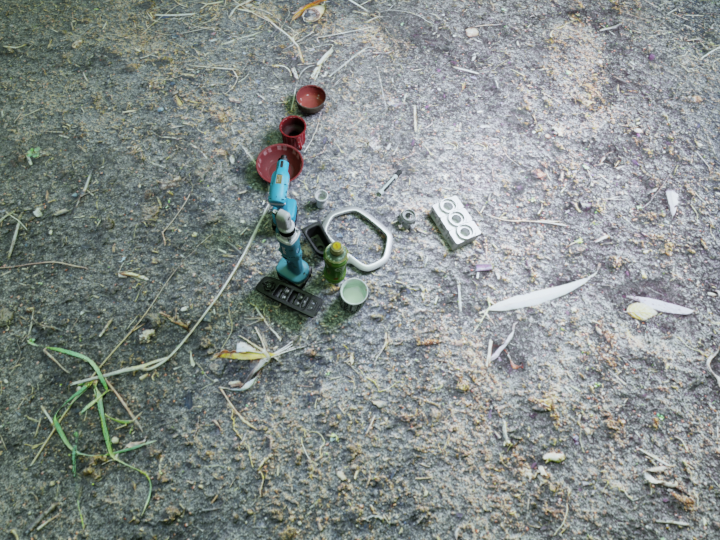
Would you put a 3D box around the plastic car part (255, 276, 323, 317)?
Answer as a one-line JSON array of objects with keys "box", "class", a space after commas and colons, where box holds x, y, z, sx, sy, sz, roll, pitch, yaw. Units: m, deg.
[{"box": [-0.213, 0.079, 1.258, 0.207, 0.065, 0.066, 24, 70, 10], "class": "plastic car part"}]

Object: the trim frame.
[{"box": [-0.012, -0.104, 1.352, 0.256, 0.027, 0.183, 40, 73, 15], "class": "trim frame"}]

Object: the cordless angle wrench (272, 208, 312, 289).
[{"box": [-0.186, -0.054, 1.124, 0.100, 0.415, 0.074, 29, 71, 6], "class": "cordless angle wrench"}]

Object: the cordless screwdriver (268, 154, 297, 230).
[{"box": [-0.234, -0.224, 1.287, 0.074, 0.244, 0.162, 5, 69, -3], "class": "cordless screwdriver"}]

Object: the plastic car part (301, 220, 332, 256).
[{"box": [-0.129, -0.085, 1.322, 0.065, 0.069, 0.120, -27, 71, -12], "class": "plastic car part"}]
